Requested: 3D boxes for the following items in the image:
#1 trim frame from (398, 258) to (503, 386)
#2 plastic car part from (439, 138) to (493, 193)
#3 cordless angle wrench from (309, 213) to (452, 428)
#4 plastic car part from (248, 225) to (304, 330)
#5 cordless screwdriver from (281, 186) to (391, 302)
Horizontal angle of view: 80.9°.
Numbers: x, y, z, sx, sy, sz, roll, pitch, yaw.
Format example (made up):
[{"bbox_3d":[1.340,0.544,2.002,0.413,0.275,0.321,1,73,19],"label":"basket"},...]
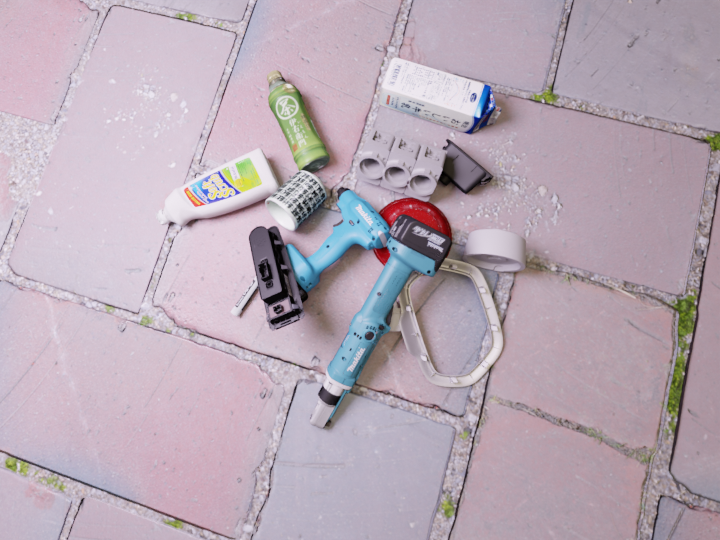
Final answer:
[{"bbox_3d":[0.165,0.096,0.785,0.184,0.028,0.248,-17,91,-2],"label":"trim frame"},{"bbox_3d":[0.193,-0.195,0.835,0.119,0.064,0.071,42,100,11],"label":"plastic car part"},{"bbox_3d":[0.013,0.105,0.755,0.096,0.076,0.422,26,99,-14],"label":"cordless angle wrench"},{"bbox_3d":[-0.160,-0.001,0.743,0.067,0.063,0.212,-29,54,14],"label":"plastic car part"},{"bbox_3d":[-0.080,-0.052,0.814,0.248,0.071,0.167,-35,56,-1],"label":"cordless screwdriver"}]
